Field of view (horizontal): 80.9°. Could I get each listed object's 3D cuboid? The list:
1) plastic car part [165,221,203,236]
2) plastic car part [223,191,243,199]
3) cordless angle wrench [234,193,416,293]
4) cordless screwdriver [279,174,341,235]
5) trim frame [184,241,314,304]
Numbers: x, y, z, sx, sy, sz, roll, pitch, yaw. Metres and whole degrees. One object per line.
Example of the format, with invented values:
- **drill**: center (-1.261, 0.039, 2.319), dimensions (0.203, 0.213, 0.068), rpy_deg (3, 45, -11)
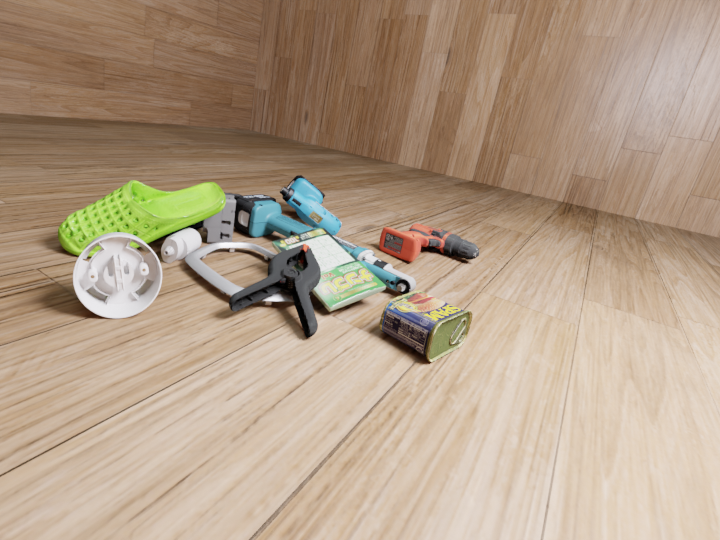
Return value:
- **plastic car part**: center (-0.379, -0.101, 0.834), dimensions (0.068, 0.066, 0.200), rpy_deg (23, 25, 11)
- **plastic car part**: center (-0.340, -0.154, 0.999), dimensions (0.111, 0.065, 0.075), rpy_deg (-5, 11, -44)
- **cordless angle wrench**: center (-0.081, -0.053, 0.827), dimensions (0.445, 0.073, 0.094), rpy_deg (26, 24, 31)
- **cordless screwdriver**: center (-0.141, -0.174, 1.030), dimensions (0.152, 0.074, 0.259), rpy_deg (36, 9, -26)
- **trim frame**: center (-0.178, -0.001, 0.701), dimensions (0.263, 0.027, 0.177), rpy_deg (24, 26, 38)
